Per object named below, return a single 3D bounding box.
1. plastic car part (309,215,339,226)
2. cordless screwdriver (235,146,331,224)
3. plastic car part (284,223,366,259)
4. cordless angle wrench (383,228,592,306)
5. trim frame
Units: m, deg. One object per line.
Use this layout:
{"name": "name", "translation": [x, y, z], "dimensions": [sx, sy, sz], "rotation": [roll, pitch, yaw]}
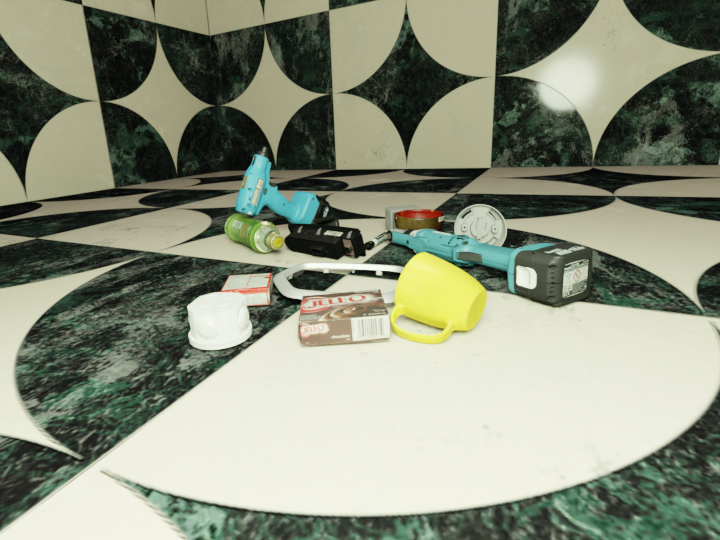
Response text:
{"name": "plastic car part", "translation": [-0.103, -0.092, 1.008], "dimensions": [0.073, 0.065, 0.114], "rotation": [-11, 9, 25]}
{"name": "cordless screwdriver", "translation": [-0.180, -0.187, 1.035], "dimensions": [0.078, 0.159, 0.235], "rotation": [16, -1, 44]}
{"name": "plastic car part", "translation": [-0.088, -0.058, 0.900], "dimensions": [0.214, 0.063, 0.066], "rotation": [14, 49, 40]}
{"name": "cordless angle wrench", "translation": [0.184, -0.036, 0.766], "dimensions": [0.095, 0.073, 0.445], "rotation": [-12, 18, -29]}
{"name": "trim frame", "translation": [-0.022, 0.018, 0.694], "dimensions": [0.253, 0.027, 0.184], "rotation": [0, 20, 10]}
